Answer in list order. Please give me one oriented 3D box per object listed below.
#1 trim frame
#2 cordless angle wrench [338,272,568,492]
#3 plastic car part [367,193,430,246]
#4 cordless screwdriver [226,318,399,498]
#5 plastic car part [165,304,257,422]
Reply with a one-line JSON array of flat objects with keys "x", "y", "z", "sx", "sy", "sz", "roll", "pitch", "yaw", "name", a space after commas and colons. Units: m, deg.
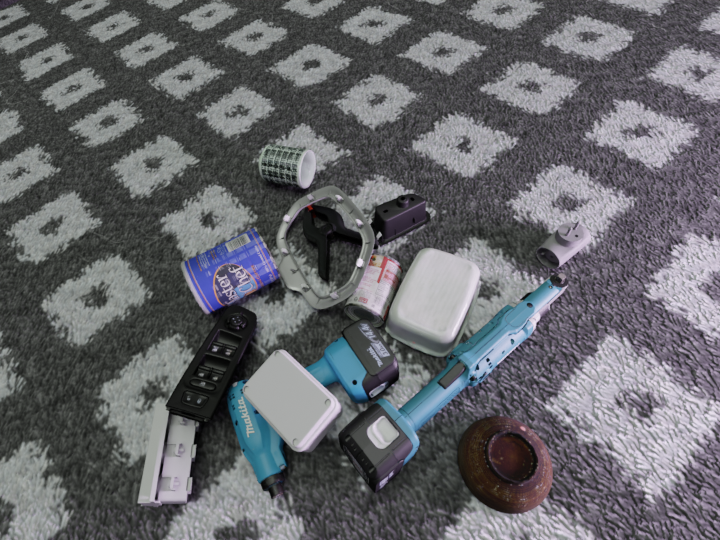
[{"x": -0.072, "y": -0.047, "z": 0.740, "sx": 0.185, "sy": 0.026, "sz": 0.262, "roll": -46, "pitch": 51, "yaw": 14, "name": "trim frame"}, {"x": 0.155, "y": 0.131, "z": 0.599, "sx": 0.417, "sy": 0.094, "sz": 0.078, "roll": -35, "pitch": 60, "yaw": -19, "name": "cordless angle wrench"}, {"x": 0.071, "y": -0.106, "z": 0.776, "sx": 0.116, "sy": 0.068, "sz": 0.069, "roll": -26, "pitch": 59, "yaw": -6, "name": "plastic car part"}, {"x": -0.058, "y": 0.188, "z": 0.601, "sx": 0.247, "sy": 0.071, "sz": 0.167, "roll": -28, "pitch": 57, "yaw": -5, "name": "cordless screwdriver"}, {"x": -0.211, "y": 0.140, "z": 0.642, "sx": 0.067, "sy": 0.065, "sz": 0.206, "roll": 6, "pitch": 44, "yaw": 8, "name": "plastic car part"}]
